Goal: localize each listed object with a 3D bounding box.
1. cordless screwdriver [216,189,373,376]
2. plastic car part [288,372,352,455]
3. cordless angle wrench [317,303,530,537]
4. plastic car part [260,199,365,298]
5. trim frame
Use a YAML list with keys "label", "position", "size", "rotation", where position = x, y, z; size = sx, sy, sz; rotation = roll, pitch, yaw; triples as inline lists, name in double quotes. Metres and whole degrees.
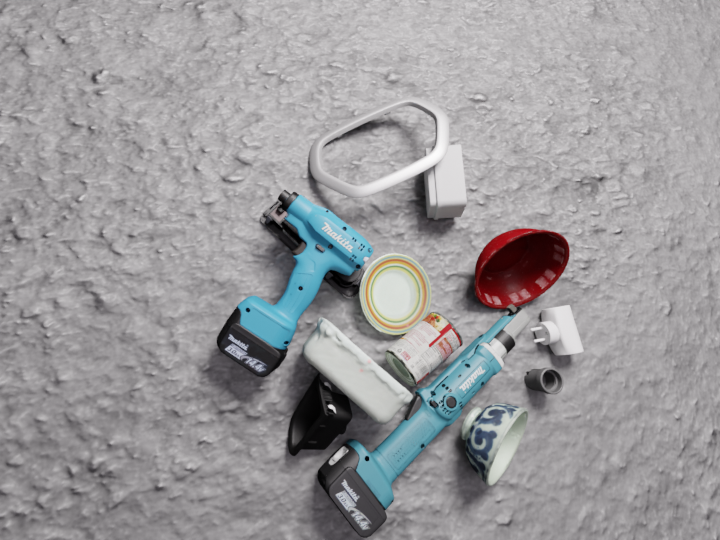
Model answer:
- label: "cordless screwdriver"
  position: [-0.115, 0.015, 0.614]
  size: [0.159, 0.074, 0.248]
  rotation: [38, 88, 0]
- label: "plastic car part"
  position: [-0.051, 0.213, 0.599]
  size: [0.068, 0.116, 0.069]
  rotation: [15, 32, -22]
- label: "cordless angle wrench"
  position: [0.122, 0.198, 0.641]
  size: [0.418, 0.074, 0.099]
  rotation: [-39, 87, -19]
- label: "plastic car part"
  position: [-0.066, -0.043, 0.680]
  size: [0.203, 0.067, 0.066]
  rotation: [45, 65, 1]
- label: "trim frame"
  position: [0.031, -0.214, 0.719]
  size: [0.249, 0.026, 0.192]
  rotation: [-27, 60, 1]
